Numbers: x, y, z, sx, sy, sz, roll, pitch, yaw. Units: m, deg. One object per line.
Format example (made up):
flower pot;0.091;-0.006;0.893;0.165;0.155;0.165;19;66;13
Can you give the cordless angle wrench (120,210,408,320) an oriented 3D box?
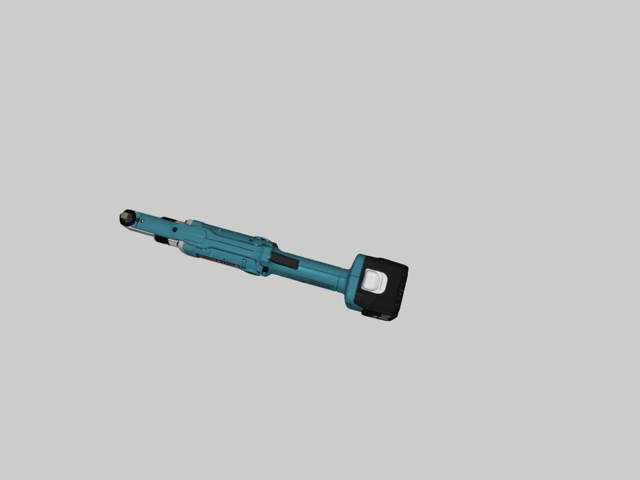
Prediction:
cordless angle wrench;-0.091;0.023;0.619;0.423;0.074;0.098;15;-15;5
